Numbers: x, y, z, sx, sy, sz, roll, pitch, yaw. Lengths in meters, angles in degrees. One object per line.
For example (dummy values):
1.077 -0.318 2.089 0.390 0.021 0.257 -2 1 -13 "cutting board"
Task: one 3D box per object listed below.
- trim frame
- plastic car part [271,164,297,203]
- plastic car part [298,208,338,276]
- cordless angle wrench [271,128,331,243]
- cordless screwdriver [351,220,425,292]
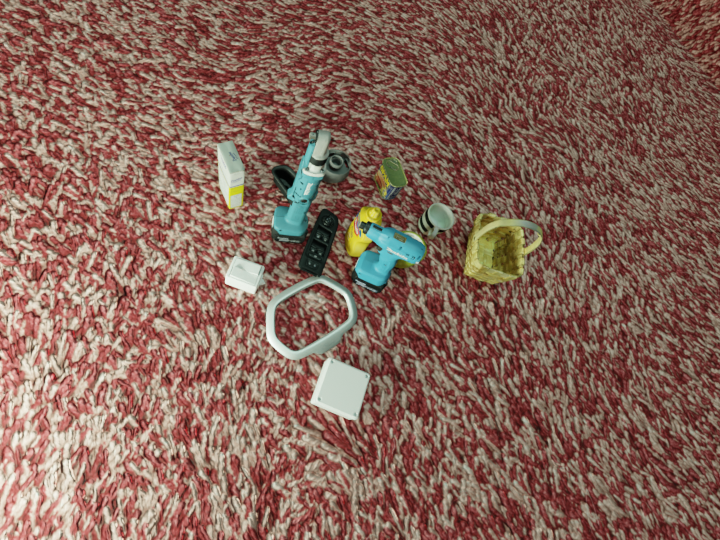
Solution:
-0.123 0.116 1.064 0.243 0.027 0.188 -29 76 -24 "trim frame"
-0.202 -0.234 1.179 0.065 0.071 0.119 -36 80 -27 "plastic car part"
-0.111 -0.072 1.131 0.066 0.067 0.205 22 63 -7 "plastic car part"
-0.132 -0.183 0.976 0.095 0.424 0.076 7 67 -17 "cordless angle wrench"
0.038 -0.036 1.051 0.158 0.249 0.075 28 63 -5 "cordless screwdriver"
